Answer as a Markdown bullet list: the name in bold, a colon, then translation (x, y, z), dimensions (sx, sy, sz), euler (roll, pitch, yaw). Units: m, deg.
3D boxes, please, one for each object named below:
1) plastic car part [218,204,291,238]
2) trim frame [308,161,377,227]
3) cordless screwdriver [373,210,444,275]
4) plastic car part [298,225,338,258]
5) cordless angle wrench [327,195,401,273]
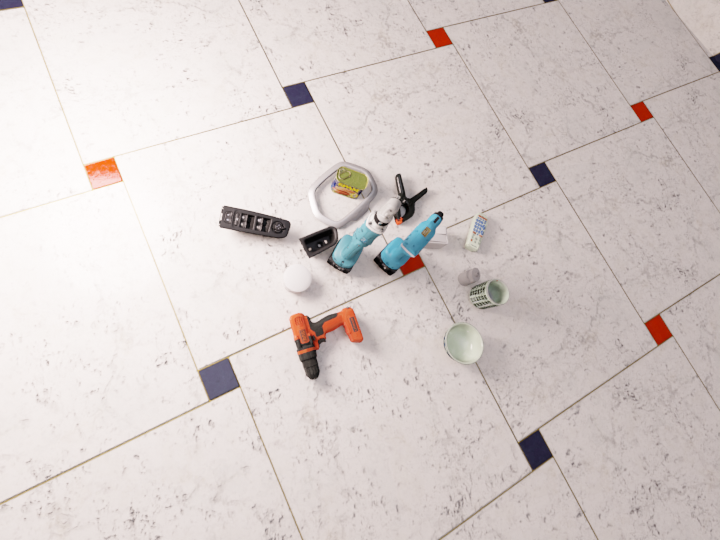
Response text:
- **plastic car part**: translation (-0.305, -0.131, 1.226), dimensions (0.199, 0.067, 0.067), euler (9, 72, -11)
- **trim frame**: translation (-0.055, -0.242, 1.344), dimensions (0.185, 0.027, 0.246), euler (44, 68, 3)
- **cordless screwdriver**: translation (0.140, -0.079, 1.217), dimensions (0.074, 0.250, 0.158), euler (44, 67, -3)
- **plastic car part**: translation (-0.122, -0.080, 1.251), dimensions (0.114, 0.071, 0.067), euler (-26, 83, -21)
- **cordless angle wrench**: translation (0.009, -0.089, 1.095), dimensions (0.073, 0.426, 0.098), euler (31, 68, -8)
